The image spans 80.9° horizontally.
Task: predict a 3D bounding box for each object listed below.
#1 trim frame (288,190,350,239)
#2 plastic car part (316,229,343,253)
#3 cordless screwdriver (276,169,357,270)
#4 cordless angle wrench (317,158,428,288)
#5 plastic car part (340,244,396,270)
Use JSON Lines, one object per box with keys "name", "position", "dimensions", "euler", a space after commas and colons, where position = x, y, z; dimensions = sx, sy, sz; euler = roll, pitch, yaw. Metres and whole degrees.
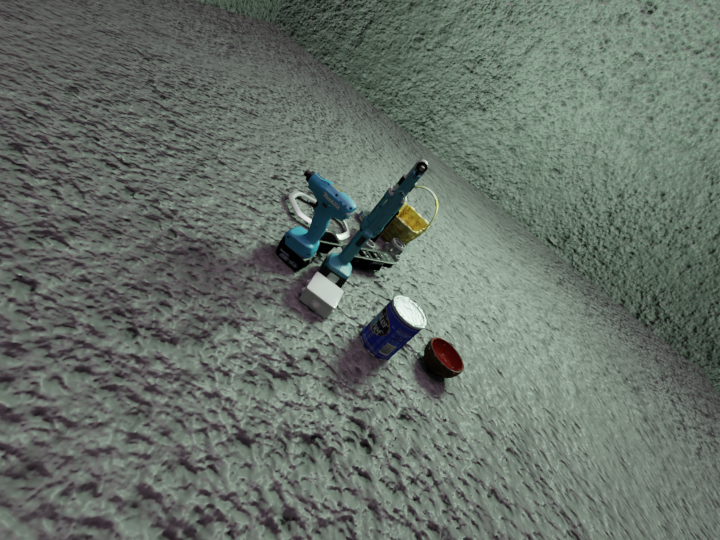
{"name": "trim frame", "position": [-0.136, -0.182, 1.406], "dimensions": [0.242, 0.027, 0.189], "euler": [29, 30, -15]}
{"name": "plastic car part", "position": [-0.120, -0.079, 1.231], "dimensions": [0.111, 0.071, 0.069], "euler": [3, 45, -46]}
{"name": "cordless screwdriver", "position": [-0.137, -0.129, 1.103], "dimensions": [0.162, 0.250, 0.073], "euler": [44, 30, 7]}
{"name": "cordless angle wrench", "position": [0.029, -0.114, 1.081], "dimensions": [0.073, 0.425, 0.099], "euler": [35, 30, -10]}
{"name": "plastic car part", "position": [0.013, -0.037, 1.320], "dimensions": [0.193, 0.067, 0.069], "euler": [14, 38, -36]}
